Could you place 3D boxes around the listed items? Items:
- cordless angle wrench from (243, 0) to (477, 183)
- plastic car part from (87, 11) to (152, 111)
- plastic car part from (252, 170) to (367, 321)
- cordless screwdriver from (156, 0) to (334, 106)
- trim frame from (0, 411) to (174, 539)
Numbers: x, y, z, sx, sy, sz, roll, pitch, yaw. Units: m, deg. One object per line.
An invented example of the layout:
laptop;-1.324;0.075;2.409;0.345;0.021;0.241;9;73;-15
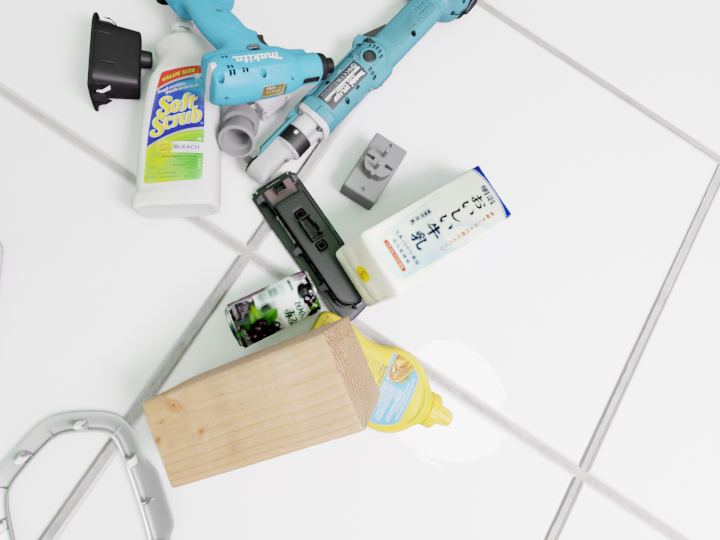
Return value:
cordless angle wrench;0.006;-0.269;0.556;0.098;0.074;0.422;41;81;0
plastic car part;-0.300;-0.263;0.531;0.068;0.067;0.118;4;77;-23
plastic car part;-0.050;-0.033;0.515;0.065;0.068;0.203;-33;89;-18
cordless screwdriver;-0.149;-0.306;0.506;0.155;0.074;0.256;-23;72;-29
trim frame;-0.296;0.279;0.454;0.182;0.027;0.252;-20;81;-10
